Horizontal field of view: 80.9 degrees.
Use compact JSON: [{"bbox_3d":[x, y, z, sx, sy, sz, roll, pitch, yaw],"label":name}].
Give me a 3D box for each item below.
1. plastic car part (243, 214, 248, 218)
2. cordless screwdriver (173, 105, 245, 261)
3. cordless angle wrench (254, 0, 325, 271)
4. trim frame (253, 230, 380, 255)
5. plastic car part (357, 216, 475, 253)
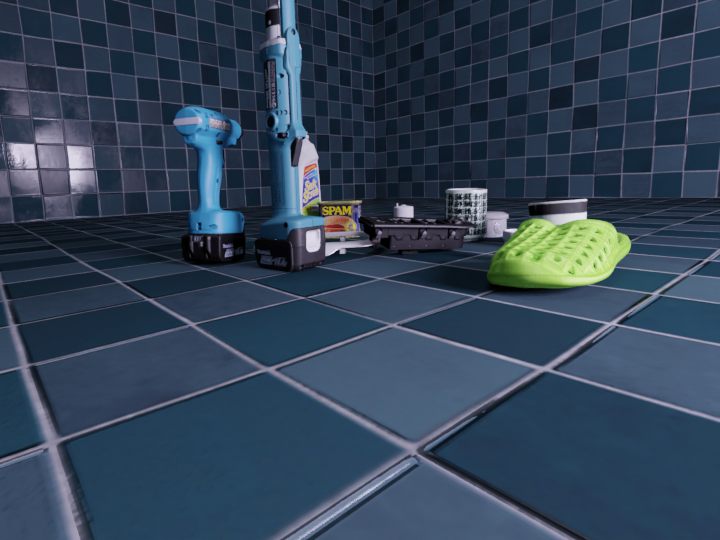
[{"bbox_3d":[-0.272,-0.077,0.849,0.063,0.070,0.123,-11,14,-43],"label":"plastic car part"},{"bbox_3d":[-0.239,-0.142,0.718,0.076,0.246,0.156,1,9,16],"label":"cordless screwdriver"},{"bbox_3d":[-0.111,-0.214,0.619,0.103,0.419,0.071,5,10,39],"label":"cordless angle wrench"},{"bbox_3d":[-0.077,-0.050,0.789,0.251,0.027,0.184,-1,11,5],"label":"trim frame"},{"bbox_3d":[0.100,-0.061,0.712,0.198,0.066,0.068,-5,10,-16],"label":"plastic car part"}]
